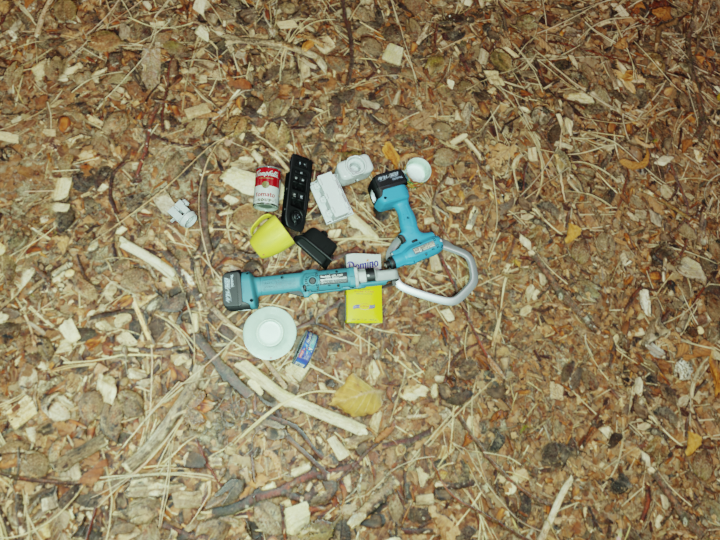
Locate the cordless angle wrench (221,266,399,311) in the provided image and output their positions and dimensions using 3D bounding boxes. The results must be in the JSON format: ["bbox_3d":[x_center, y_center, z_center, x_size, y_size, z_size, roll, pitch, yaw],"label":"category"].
[{"bbox_3d":[-0.118,0.030,1.029,0.422,0.073,0.099,-6,80,-1],"label":"cordless angle wrench"}]

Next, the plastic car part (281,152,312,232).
[{"bbox_3d":[-0.174,-0.197,1.099,0.063,0.070,0.206,16,68,-43],"label":"plastic car part"}]

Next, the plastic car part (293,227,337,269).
[{"bbox_3d":[-0.106,-0.070,1.089,0.118,0.066,0.070,43,61,6],"label":"plastic car part"}]

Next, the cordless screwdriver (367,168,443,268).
[{"bbox_3d":[0.090,-0.131,1.101,0.157,0.074,0.254,-23,76,-12],"label":"cordless screwdriver"}]

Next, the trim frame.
[{"bbox_3d":[0.187,-0.009,1.109,0.250,0.027,0.186,15,70,3],"label":"trim frame"}]
